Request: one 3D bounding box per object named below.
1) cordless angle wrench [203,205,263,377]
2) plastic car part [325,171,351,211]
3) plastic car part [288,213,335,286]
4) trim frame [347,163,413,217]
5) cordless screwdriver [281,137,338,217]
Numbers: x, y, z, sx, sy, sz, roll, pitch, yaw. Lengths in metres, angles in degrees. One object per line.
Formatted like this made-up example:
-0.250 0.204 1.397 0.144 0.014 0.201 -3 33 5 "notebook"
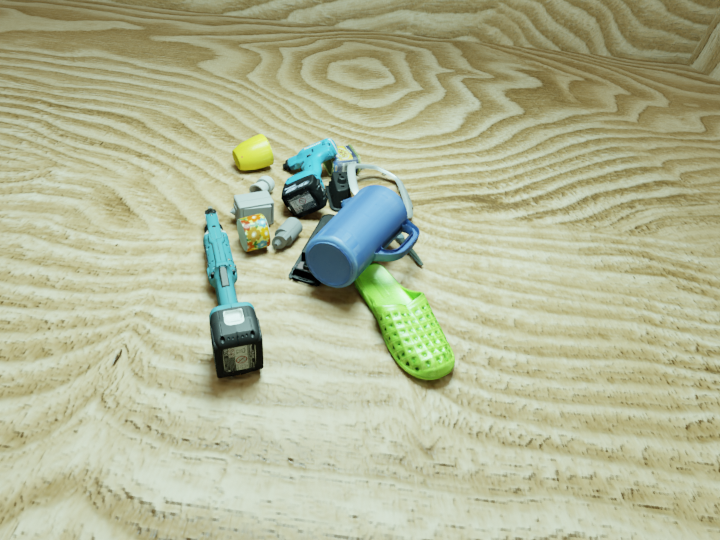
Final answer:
-0.259 0.004 0.793 0.072 0.095 0.445 -9 39 -20 "cordless angle wrench"
-0.050 -0.208 1.064 0.065 0.069 0.121 -1 39 -9 "plastic car part"
-0.088 -0.057 0.897 0.068 0.065 0.204 9 38 12 "plastic car part"
0.052 -0.205 1.069 0.179 0.027 0.257 13 35 -15 "trim frame"
-0.147 -0.236 1.068 0.163 0.071 0.255 -17 40 22 "cordless screwdriver"
